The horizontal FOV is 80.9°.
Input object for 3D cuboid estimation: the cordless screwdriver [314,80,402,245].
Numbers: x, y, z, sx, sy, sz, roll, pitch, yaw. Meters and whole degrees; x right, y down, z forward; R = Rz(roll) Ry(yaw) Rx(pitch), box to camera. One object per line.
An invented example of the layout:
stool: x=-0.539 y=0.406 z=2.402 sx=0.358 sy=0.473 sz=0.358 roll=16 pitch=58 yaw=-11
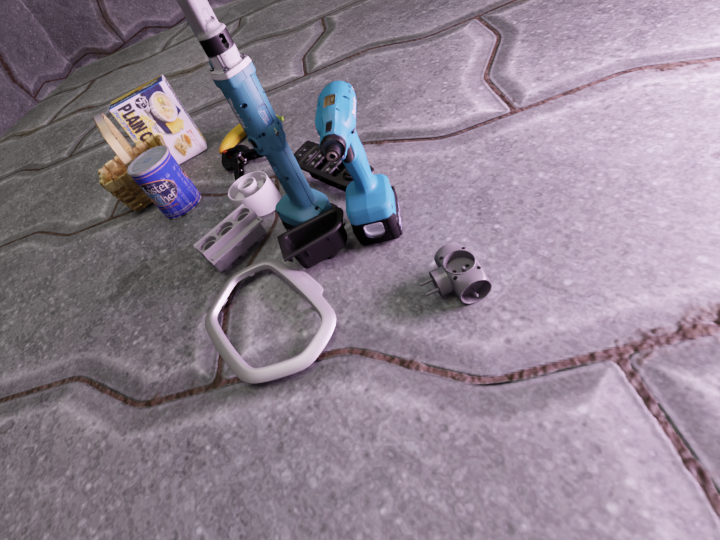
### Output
cordless screwdriver: x=-0.003 y=-0.132 z=0.617 sx=0.076 sy=0.236 sz=0.164 roll=-12 pitch=45 yaw=14

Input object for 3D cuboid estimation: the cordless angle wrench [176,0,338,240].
cordless angle wrench: x=-0.143 y=-0.205 z=0.634 sx=0.104 sy=0.402 sz=0.074 roll=24 pitch=62 yaw=39

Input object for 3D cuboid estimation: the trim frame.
trim frame: x=-0.144 y=0.068 z=0.656 sx=0.183 sy=0.026 sz=0.263 roll=-42 pitch=45 yaw=-14

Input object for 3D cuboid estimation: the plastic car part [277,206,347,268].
plastic car part: x=-0.068 y=-0.044 z=0.690 sx=0.117 sy=0.067 sz=0.069 roll=-26 pitch=43 yaw=2

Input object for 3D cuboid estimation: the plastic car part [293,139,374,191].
plastic car part: x=-0.054 y=-0.191 z=0.822 sx=0.066 sy=0.064 sz=0.215 roll=-45 pitch=46 yaw=-17
